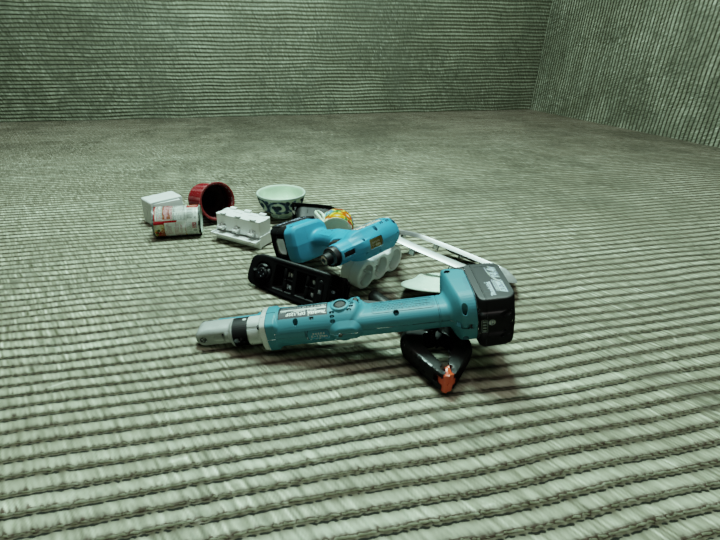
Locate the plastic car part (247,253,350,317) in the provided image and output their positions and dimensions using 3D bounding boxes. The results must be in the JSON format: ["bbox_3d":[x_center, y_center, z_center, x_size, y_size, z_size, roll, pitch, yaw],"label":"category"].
[{"bbox_3d":[-0.102,0.015,0.716,0.212,0.065,0.065,15,20,26],"label":"plastic car part"}]

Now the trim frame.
[{"bbox_3d":[0.161,-0.027,0.776,0.261,0.027,0.176,24,17,29],"label":"trim frame"}]

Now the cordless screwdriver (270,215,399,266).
[{"bbox_3d":[-0.073,-0.048,0.747,0.154,0.073,0.261,-26,21,-39],"label":"cordless screwdriver"}]

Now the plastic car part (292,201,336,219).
[{"bbox_3d":[-0.103,-0.109,0.965,0.117,0.064,0.073,5,42,1],"label":"plastic car part"}]

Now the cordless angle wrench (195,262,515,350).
[{"bbox_3d":[-0.022,0.066,0.574,0.428,0.072,0.100,-8,30,8],"label":"cordless angle wrench"}]
